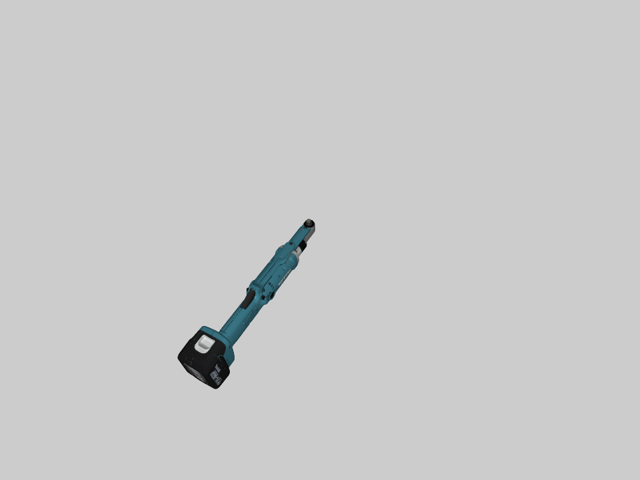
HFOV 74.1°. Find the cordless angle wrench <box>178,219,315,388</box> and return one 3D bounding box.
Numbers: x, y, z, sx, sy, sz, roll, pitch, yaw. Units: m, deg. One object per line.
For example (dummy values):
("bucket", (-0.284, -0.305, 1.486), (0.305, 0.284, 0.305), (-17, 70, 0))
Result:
("cordless angle wrench", (-0.125, 0.106, 0.900), (0.074, 0.421, 0.098), (23, -35, 21))
